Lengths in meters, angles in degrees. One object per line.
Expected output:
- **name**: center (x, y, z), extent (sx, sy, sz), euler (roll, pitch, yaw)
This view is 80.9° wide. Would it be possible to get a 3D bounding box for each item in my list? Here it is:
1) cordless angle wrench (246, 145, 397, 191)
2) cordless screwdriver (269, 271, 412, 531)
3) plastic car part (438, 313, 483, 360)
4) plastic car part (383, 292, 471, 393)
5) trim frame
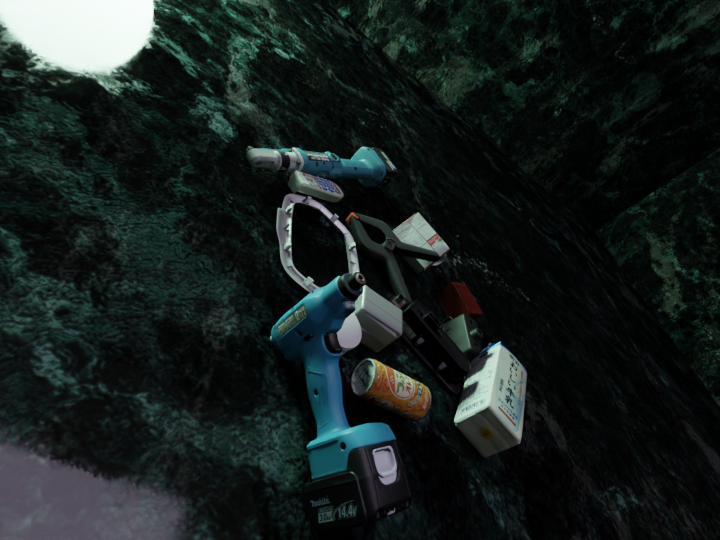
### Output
- **cordless angle wrench**: center (-0.073, -0.228, 0.917), extent (0.405, 0.075, 0.101), euler (-12, 62, -50)
- **cordless screwdriver**: center (-0.018, 0.134, 0.471), extent (0.070, 0.161, 0.259), euler (11, 47, -43)
- **plastic car part**: center (0.199, 0.130, 0.802), extent (0.064, 0.071, 0.119), euler (32, 31, -19)
- **plastic car part**: center (0.120, 0.117, 0.743), extent (0.206, 0.068, 0.064), euler (53, 26, 9)
- **trim frame**: center (-0.073, -0.048, 0.746), extent (0.176, 0.028, 0.257), euler (25, 38, -26)
